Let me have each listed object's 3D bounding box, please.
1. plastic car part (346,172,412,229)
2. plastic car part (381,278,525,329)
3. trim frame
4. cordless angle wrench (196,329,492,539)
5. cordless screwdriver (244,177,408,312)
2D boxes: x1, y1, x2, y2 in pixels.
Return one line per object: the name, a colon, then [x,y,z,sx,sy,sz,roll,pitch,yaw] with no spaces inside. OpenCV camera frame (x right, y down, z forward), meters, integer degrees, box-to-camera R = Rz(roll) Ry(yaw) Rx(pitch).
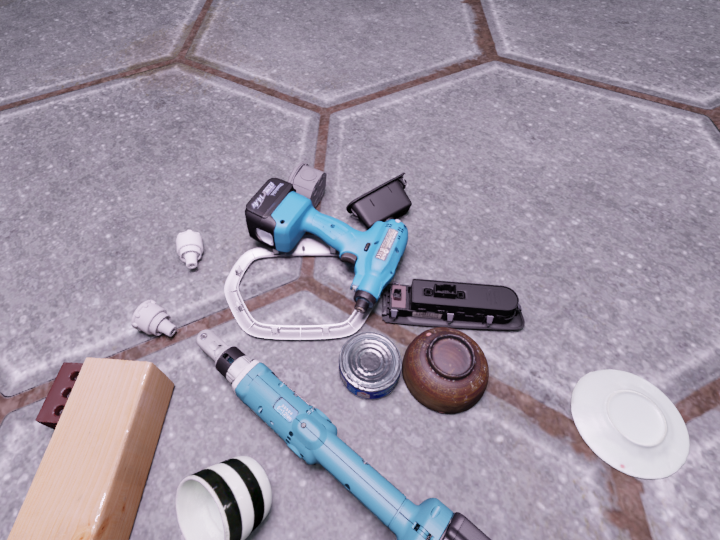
plastic car part: [0.040,-0.106,0.731,0.115,0.065,0.073,-33,75,-15]
plastic car part: [0.137,0.043,0.616,0.205,0.065,0.068,6,48,4]
trim frame: [-0.091,0.021,0.664,0.250,0.026,0.189,-2,54,4]
cordless angle wrench: [-0.059,0.196,0.503,0.443,0.094,0.074,32,64,26]
cordless screwdriver: [-0.064,-0.042,0.654,0.255,0.072,0.160,21,58,12]
